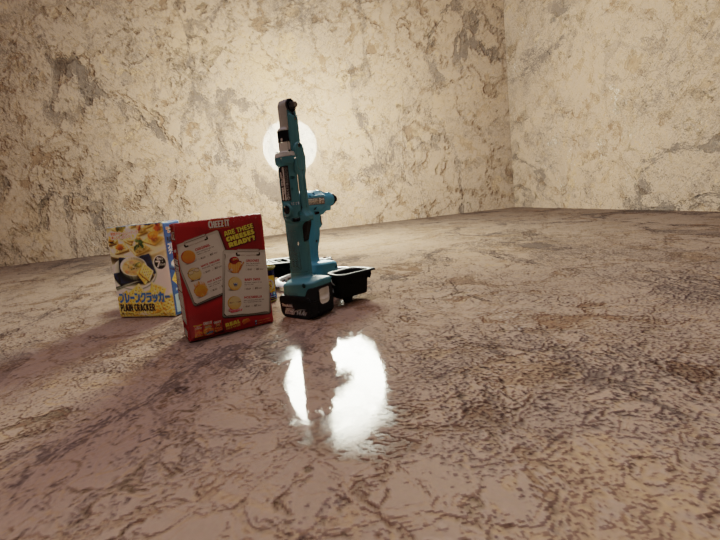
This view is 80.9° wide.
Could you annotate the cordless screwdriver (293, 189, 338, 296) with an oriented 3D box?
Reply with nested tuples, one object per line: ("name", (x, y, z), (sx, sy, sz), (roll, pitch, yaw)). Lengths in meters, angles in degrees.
("cordless screwdriver", (-0.096, -0.063, 0.985), (0.078, 0.246, 0.153), (-1, 9, 34))

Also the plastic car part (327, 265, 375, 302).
("plastic car part", (-0.025, 0.032, 0.918), (0.069, 0.070, 0.112), (1, 11, 38))

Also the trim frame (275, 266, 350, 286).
("trim frame", (-0.118, 0.021, 1.150), (0.251, 0.027, 0.184), (-5, 10, 5))

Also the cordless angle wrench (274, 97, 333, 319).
("cordless angle wrench", (-0.126, -0.120, 0.834), (0.103, 0.419, 0.071), (-1, 8, 38))

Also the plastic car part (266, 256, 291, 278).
("plastic car part", (-0.215, -0.010, 1.266), (0.195, 0.066, 0.069), (-12, 11, -32))
